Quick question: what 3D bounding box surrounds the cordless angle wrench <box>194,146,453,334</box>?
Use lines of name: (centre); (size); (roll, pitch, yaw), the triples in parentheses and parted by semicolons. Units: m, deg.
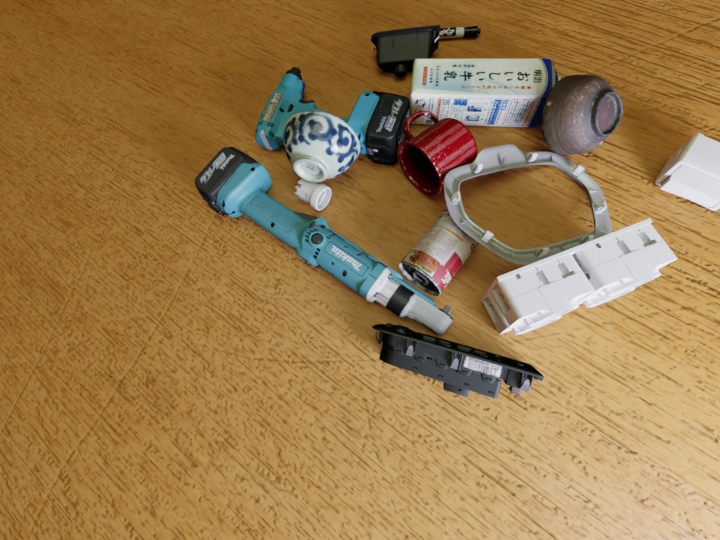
cordless angle wrench: (-0.060, -0.039, 0.617); (0.438, 0.072, 0.098); (34, 78, 18)

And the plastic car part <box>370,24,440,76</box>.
plastic car part: (0.078, -0.373, 0.734); (0.119, 0.064, 0.071); (-1, 84, 11)

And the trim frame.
trim frame: (0.230, -0.097, 0.575); (0.244, 0.027, 0.191); (-15, 61, -15)

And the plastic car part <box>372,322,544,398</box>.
plastic car part: (0.110, 0.115, 0.534); (0.209, 0.065, 0.067); (18, 99, 14)

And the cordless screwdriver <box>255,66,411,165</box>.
cordless screwdriver: (-0.042, -0.265, 0.701); (0.257, 0.071, 0.160); (12, 71, 18)
